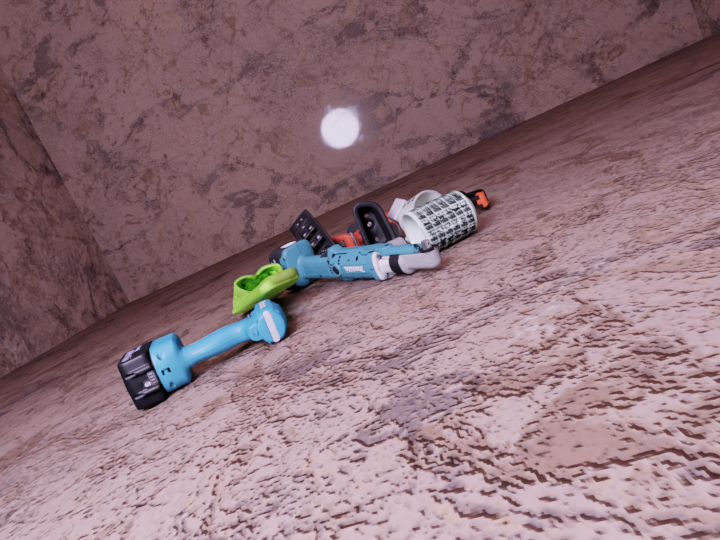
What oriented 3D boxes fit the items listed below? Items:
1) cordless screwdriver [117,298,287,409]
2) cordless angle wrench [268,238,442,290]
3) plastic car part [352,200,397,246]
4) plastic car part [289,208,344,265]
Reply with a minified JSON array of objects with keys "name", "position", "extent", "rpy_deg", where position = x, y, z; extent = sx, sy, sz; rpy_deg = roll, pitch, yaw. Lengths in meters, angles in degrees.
[{"name":"cordless screwdriver","position":[-0.238,0.113,0.668],"extent":[0.246,0.073,0.163],"rpy_deg":[-24,10,-11]},{"name":"cordless angle wrench","position":[-0.027,-0.014,0.757],"extent":[0.073,0.096,0.442],"rpy_deg":[-31,18,-34]},{"name":"plastic car part","position":[0.026,-0.090,0.878],"extent":[0.066,0.116,0.071],"rpy_deg":[-25,1,-1]},{"name":"plastic car part","position":[-0.095,-0.062,0.968],"extent":[0.066,0.063,0.214],"rpy_deg":[-45,40,3]}]
